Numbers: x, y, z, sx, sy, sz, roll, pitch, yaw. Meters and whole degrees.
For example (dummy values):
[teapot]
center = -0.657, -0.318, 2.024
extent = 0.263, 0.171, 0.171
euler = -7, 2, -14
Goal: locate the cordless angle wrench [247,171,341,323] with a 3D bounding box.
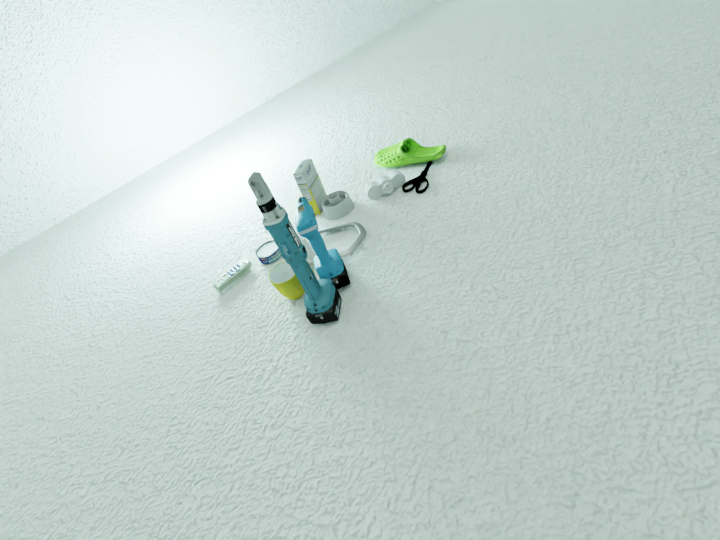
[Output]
[cordless angle wrench]
center = -0.152, -0.042, 0.972
extent = 0.076, 0.403, 0.100
euler = -11, 38, 18

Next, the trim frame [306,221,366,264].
[trim frame]
center = -0.101, -0.085, 1.301
extent = 0.254, 0.026, 0.189
euler = -15, 39, 15

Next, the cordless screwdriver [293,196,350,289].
[cordless screwdriver]
center = -0.109, -0.071, 1.117
extent = 0.075, 0.237, 0.166
euler = -22, 36, 3
